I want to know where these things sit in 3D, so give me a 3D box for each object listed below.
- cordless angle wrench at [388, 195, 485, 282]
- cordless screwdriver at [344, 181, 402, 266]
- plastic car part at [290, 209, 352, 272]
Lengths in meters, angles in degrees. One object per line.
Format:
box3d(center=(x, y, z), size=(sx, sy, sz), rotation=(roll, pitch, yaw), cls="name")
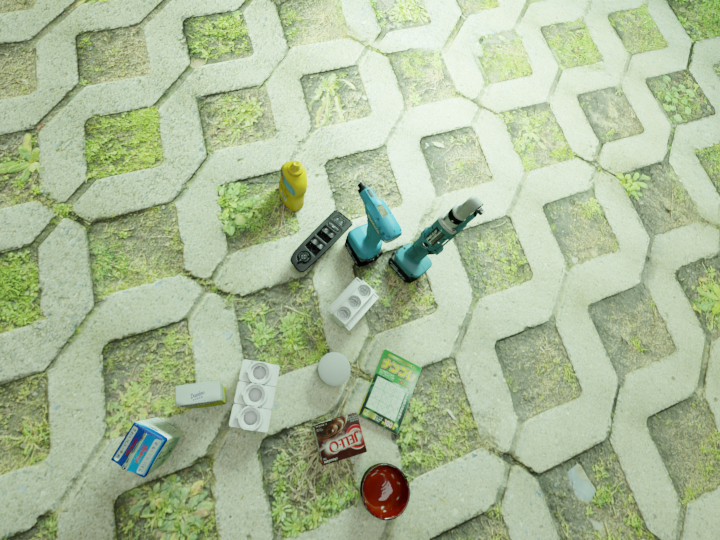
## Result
box3d(center=(0.174, -0.074, 1.007), size=(0.073, 0.422, 0.099), rotation=(-38, 84, -21), cls="cordless angle wrench")
box3d(center=(0.017, -0.113, 1.092), size=(0.073, 0.248, 0.163), rotation=(-25, 79, -19), cls="cordless screwdriver")
box3d(center=(-0.113, -0.074, 1.156), size=(0.067, 0.067, 0.201), rotation=(41, 70, 5), cls="plastic car part")
